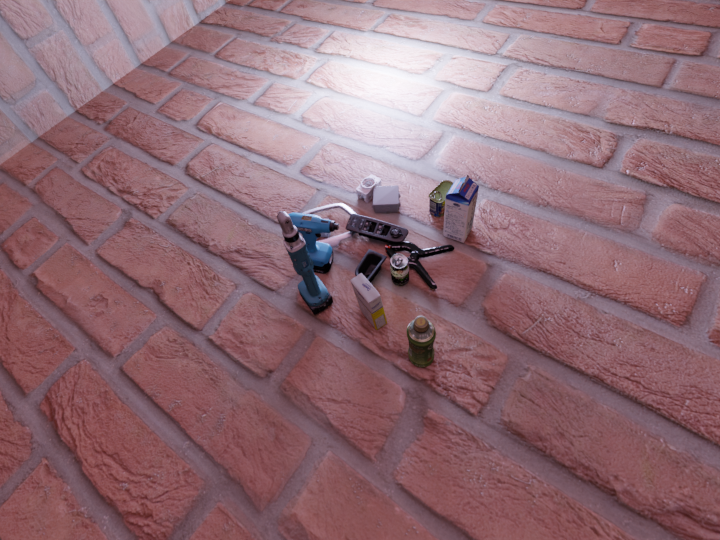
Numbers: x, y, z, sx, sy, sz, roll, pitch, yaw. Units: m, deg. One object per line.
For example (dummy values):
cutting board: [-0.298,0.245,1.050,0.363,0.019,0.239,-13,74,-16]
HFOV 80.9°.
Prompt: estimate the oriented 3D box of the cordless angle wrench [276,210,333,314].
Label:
cordless angle wrench: [-0.159,-0.017,1.169,0.073,0.405,0.103,-33,58,-14]

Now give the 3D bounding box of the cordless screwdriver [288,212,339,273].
cordless screwdriver: [-0.128,-0.084,1.310,0.164,0.238,0.075,10,58,16]

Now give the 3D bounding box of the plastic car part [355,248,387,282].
plastic car part: [0.028,0.003,1.321,0.069,0.068,0.116,23,64,24]

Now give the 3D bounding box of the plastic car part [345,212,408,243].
plastic car part: [0.056,-0.127,1.406,0.211,0.064,0.067,15,60,21]

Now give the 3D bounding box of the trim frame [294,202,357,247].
trim frame: [-0.127,-0.155,1.490,0.249,0.026,0.191,-14,54,3]
